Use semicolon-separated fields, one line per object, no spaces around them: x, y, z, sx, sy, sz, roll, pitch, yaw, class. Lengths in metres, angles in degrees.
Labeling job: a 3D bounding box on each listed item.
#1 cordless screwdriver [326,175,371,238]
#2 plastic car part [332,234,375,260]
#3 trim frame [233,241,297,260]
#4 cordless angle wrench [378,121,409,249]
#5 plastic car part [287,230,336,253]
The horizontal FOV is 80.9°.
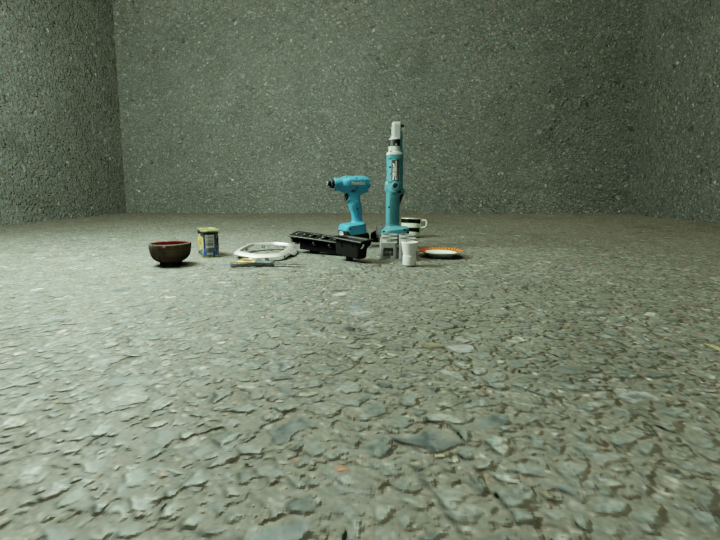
-0.044;-0.203;1.466;0.154;0.246;0.077;-4;9;-24;cordless screwdriver
-0.025;-0.061;1.201;0.123;0.070;0.063;9;13;41;plastic car part
-0.292;-0.062;1.324;0.186;0.027;0.249;0;11;3;trim frame
0.114;-0.283;1.420;0.098;0.419;0.075;0;8;-3;cordless angle wrench
-0.131;-0.086;1.337;0.211;0.066;0.064;5;11;26;plastic car part
